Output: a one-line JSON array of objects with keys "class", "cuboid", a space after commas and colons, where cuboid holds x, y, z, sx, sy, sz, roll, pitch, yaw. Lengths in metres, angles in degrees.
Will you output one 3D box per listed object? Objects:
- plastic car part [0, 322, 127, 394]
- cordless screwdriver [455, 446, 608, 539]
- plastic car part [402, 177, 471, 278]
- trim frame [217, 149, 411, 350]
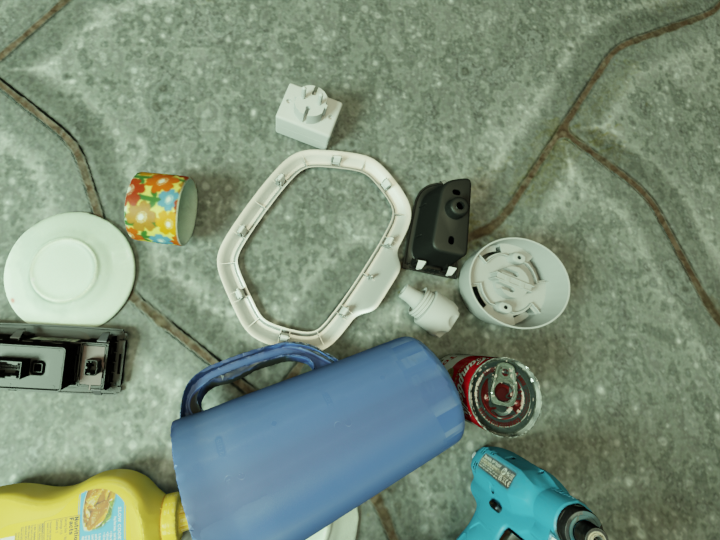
[{"class": "plastic car part", "cuboid": [-0.337, 0.088, 0.401, 0.202, 0.067, 0.066, 5, 94, -2]}, {"class": "cordless screwdriver", "cuboid": [0.095, 0.279, 0.357, 0.074, 0.160, 0.248, 38, 78, -3]}, {"class": "plastic car part", "cuboid": [0.095, -0.055, 0.473, 0.065, 0.071, 0.117, 12, 81, -8]}, {"class": "trim frame", "cuboid": [-0.046, -0.030, 0.475, 0.184, 0.027, 0.248, 34, 75, 0]}]
